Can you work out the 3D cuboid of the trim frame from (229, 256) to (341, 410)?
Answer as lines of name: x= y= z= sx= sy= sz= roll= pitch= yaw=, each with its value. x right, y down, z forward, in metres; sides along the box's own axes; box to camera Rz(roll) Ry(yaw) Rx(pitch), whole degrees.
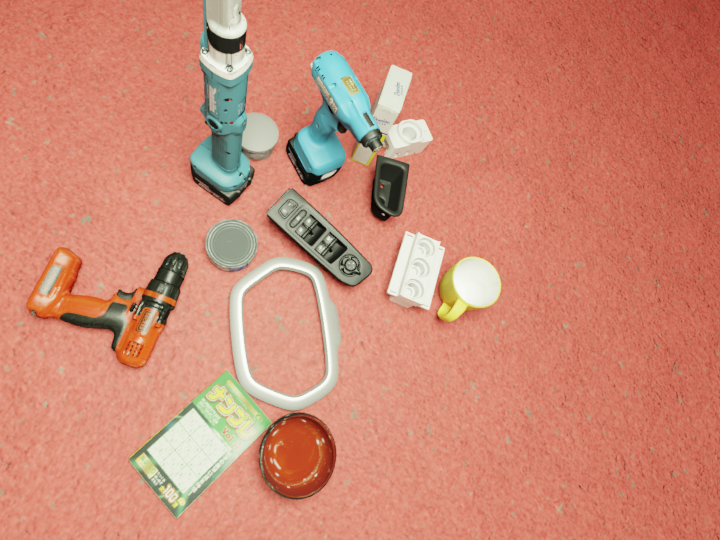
trim frame: x=-0.120 y=0.098 z=0.695 sx=0.180 sy=0.027 sz=0.253 roll=-7 pitch=74 yaw=-15

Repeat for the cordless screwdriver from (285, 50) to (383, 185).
cordless screwdriver: x=-0.045 y=-0.215 z=0.696 sx=0.073 sy=0.250 sz=0.161 roll=-26 pitch=84 yaw=-22

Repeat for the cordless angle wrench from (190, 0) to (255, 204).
cordless angle wrench: x=-0.184 y=-0.214 z=0.569 sx=0.097 sy=0.426 sz=0.074 roll=37 pitch=68 yaw=-6

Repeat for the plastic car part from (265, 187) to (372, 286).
plastic car part: x=-0.072 y=-0.047 z=0.733 sx=0.204 sy=0.067 sz=0.066 roll=41 pitch=68 yaw=1

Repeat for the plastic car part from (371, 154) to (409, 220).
plastic car part: x=0.045 y=-0.144 z=0.790 sx=0.065 sy=0.071 sz=0.118 roll=13 pitch=70 yaw=-12
